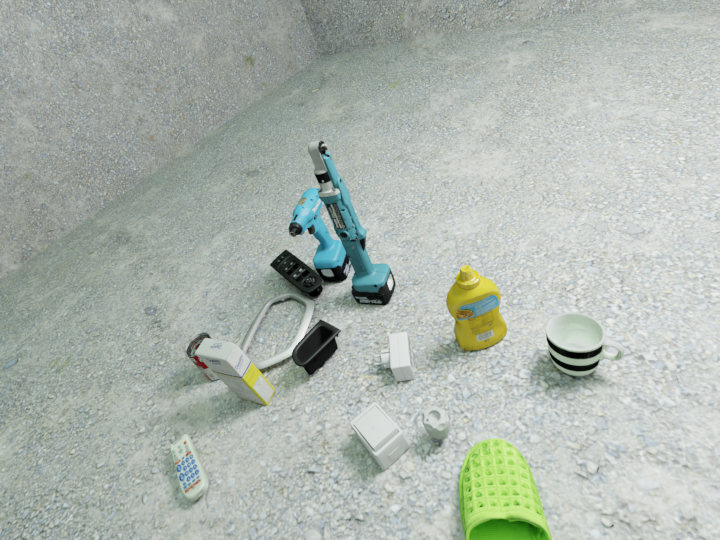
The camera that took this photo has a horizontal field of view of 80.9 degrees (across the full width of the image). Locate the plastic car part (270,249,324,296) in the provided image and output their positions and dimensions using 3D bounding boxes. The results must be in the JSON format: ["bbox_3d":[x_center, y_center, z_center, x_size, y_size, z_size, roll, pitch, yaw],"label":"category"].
[{"bbox_3d":[-0.167,0.016,1.149,0.065,0.064,0.215,-39,40,-18],"label":"plastic car part"}]

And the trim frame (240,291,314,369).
[{"bbox_3d":[-0.210,0.144,1.056,0.190,0.026,0.252,-6,42,23],"label":"trim frame"}]

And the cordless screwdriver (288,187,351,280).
[{"bbox_3d":[-0.105,-0.069,1.071,0.077,0.237,0.161,-4,41,25],"label":"cordless screwdriver"}]

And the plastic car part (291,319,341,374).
[{"bbox_3d":[-0.093,0.176,0.919,0.070,0.067,0.115,18,55,42],"label":"plastic car part"}]

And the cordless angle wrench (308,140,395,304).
[{"bbox_3d":[-0.025,-0.092,0.919,0.102,0.403,0.075,0,42,29],"label":"cordless angle wrench"}]
